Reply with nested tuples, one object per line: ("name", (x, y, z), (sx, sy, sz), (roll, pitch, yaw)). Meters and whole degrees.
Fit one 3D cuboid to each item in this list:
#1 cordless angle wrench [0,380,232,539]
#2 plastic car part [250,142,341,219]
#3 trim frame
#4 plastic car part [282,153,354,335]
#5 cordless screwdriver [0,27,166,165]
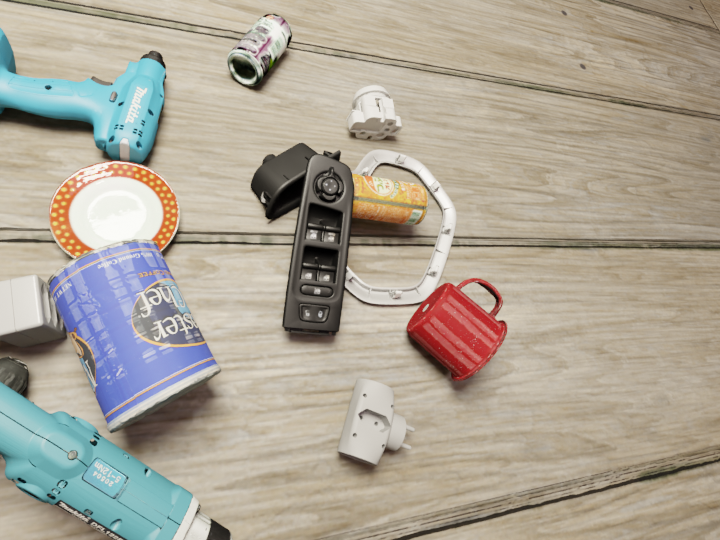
("cordless angle wrench", (-0.229, 0.141, 0.319), (0.412, 0.100, 0.075), (43, 42, -14))
("plastic car part", (-0.092, -0.124, 0.543), (0.114, 0.065, 0.074), (-33, 69, -25))
("trim frame", (0.044, -0.067, 0.580), (0.182, 0.028, 0.250), (28, 63, -5))
("plastic car part", (-0.048, -0.032, 0.495), (0.065, 0.068, 0.203), (8, 89, -12))
("cordless screwdriver", (-0.354, -0.222, 0.481), (0.241, 0.075, 0.163), (12, 64, -20))
